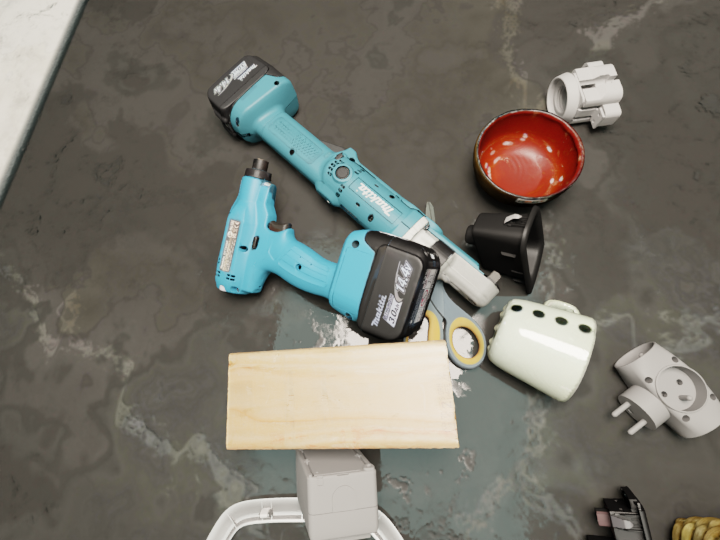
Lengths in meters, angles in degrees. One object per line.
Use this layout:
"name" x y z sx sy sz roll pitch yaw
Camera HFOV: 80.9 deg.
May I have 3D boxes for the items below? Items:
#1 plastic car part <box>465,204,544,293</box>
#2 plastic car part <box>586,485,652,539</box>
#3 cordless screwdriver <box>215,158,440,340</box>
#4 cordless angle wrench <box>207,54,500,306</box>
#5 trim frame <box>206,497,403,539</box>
"plastic car part" 0.150 -0.030 0.447 0.074 0.110 0.066 11 71 34
"plastic car part" 0.228 0.298 0.348 0.068 0.063 0.207 -13 71 13
"cordless screwdriver" -0.044 -0.029 0.454 0.260 0.071 0.159 15 94 27
"cordless angle wrench" -0.018 -0.108 0.508 0.098 0.072 0.438 -45 71 -6
"trim frame" -0.055 0.323 0.405 0.251 0.027 0.187 -3 73 6
